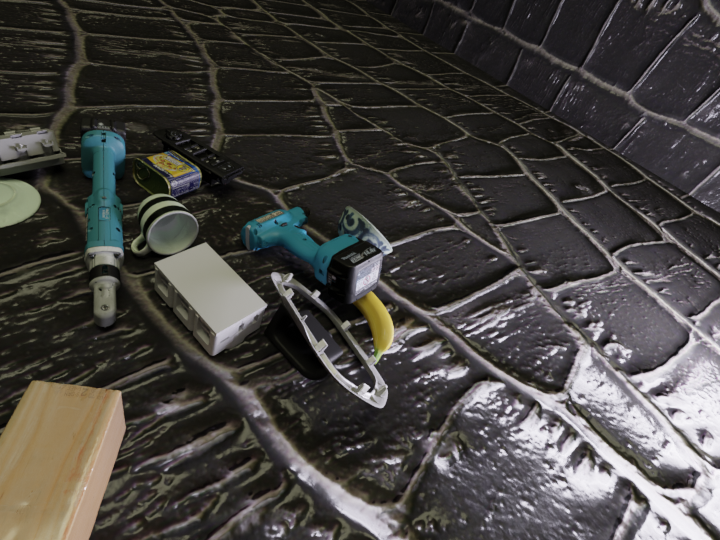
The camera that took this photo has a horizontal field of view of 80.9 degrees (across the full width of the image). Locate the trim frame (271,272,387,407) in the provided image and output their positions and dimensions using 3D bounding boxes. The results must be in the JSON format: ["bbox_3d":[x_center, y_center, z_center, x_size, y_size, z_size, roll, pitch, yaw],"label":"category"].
[{"bbox_3d":[-0.043,0.087,0.593,0.174,0.027,0.262,34,14,-50],"label":"trim frame"}]

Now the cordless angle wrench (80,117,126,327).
[{"bbox_3d":[-0.414,-0.096,0.683,0.071,0.097,0.443,-1,48,-31],"label":"cordless angle wrench"}]

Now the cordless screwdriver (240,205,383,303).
[{"bbox_3d":[-0.073,-0.048,0.746,0.262,0.072,0.155,26,38,30],"label":"cordless screwdriver"}]

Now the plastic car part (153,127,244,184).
[{"bbox_3d":[-0.338,-0.231,0.873,0.208,0.066,0.065,35,49,11],"label":"plastic car part"}]

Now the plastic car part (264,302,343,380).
[{"bbox_3d":[-0.074,0.103,0.625,0.121,0.066,0.068,42,30,18],"label":"plastic car part"}]
